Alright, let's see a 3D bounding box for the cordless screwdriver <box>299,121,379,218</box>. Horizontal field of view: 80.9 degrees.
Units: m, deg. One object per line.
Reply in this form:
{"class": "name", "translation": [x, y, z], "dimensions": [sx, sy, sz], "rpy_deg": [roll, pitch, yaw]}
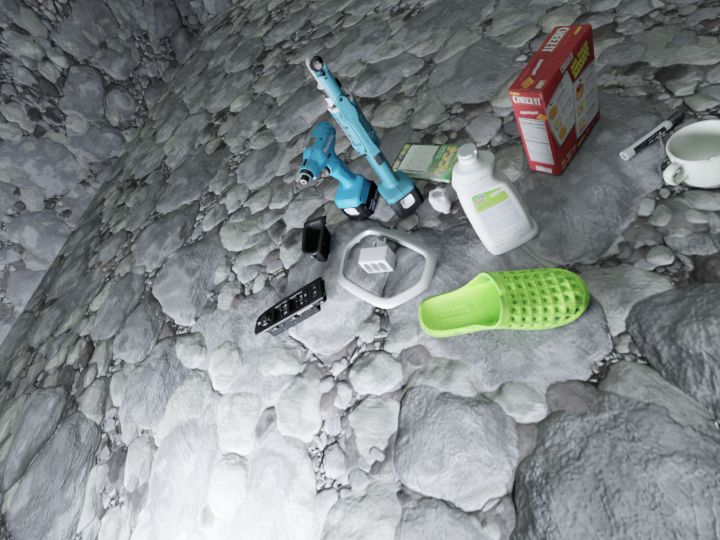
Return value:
{"class": "cordless screwdriver", "translation": [-0.053, -0.205, 0.988], "dimensions": [0.078, 0.235, 0.161], "rpy_deg": [-1, 58, 34]}

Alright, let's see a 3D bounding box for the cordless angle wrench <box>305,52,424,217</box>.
{"class": "cordless angle wrench", "translation": [0.010, -0.269, 0.873], "dimensions": [0.075, 0.399, 0.103], "rpy_deg": [-37, 45, 6]}

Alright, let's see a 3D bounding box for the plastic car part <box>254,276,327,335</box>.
{"class": "plastic car part", "translation": [-0.155, 0.093, 0.967], "dimensions": [0.206, 0.063, 0.069], "rpy_deg": [-28, 47, 16]}

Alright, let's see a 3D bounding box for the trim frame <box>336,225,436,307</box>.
{"class": "trim frame", "translation": [0.050, -0.015, 0.927], "dimensions": [0.263, 0.026, 0.184], "rpy_deg": [26, 76, 43]}

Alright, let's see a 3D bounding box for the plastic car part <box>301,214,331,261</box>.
{"class": "plastic car part", "translation": [-0.102, -0.067, 1.042], "dimensions": [0.068, 0.067, 0.120], "rpy_deg": [-18, 50, 24]}
